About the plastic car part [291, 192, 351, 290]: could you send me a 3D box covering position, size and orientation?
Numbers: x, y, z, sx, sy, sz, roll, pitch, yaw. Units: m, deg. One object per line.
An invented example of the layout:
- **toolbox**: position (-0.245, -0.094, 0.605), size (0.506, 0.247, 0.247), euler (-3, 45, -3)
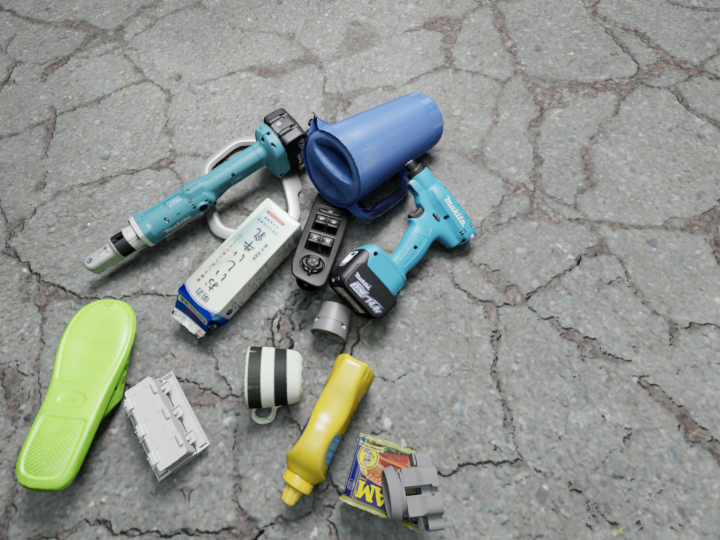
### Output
- **plastic car part**: position (-0.067, -0.044, 0.689), size (0.066, 0.066, 0.206), euler (20, 44, -7)

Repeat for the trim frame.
- **trim frame**: position (-0.204, -0.154, 0.788), size (0.183, 0.026, 0.258), euler (-19, 63, -4)

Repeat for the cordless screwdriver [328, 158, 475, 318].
- **cordless screwdriver**: position (0.055, -0.051, 0.663), size (0.246, 0.076, 0.157), euler (-41, 98, -17)

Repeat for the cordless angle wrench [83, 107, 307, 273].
- **cordless angle wrench**: position (-0.279, -0.125, 0.723), size (0.420, 0.095, 0.077), euler (-36, 72, -9)

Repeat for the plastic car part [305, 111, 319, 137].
- **plastic car part**: position (-0.078, -0.228, 0.801), size (0.071, 0.063, 0.121), euler (-32, 70, 4)
